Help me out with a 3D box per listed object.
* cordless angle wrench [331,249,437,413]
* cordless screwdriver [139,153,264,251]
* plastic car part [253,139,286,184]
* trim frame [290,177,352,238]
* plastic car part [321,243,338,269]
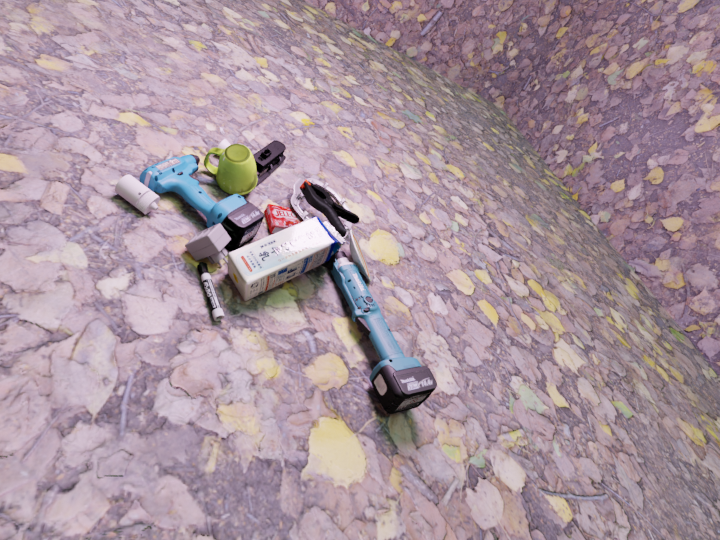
[{"bbox_3d":[0.007,0.079,0.886,0.094,0.074,0.444,-3,46,-30],"label":"cordless angle wrench"},{"bbox_3d":[-0.317,-0.158,0.893,0.251,0.074,0.158,34,37,3],"label":"cordless screwdriver"},{"bbox_3d":[-0.249,-0.290,1.099,0.066,0.067,0.203,29,35,-1],"label":"plastic car part"},{"bbox_3d":[-0.095,-0.167,1.088,0.182,0.028,0.250,36,31,-8],"label":"trim frame"},{"bbox_3d":[-0.092,-0.060,0.946,0.122,0.065,0.069,25,33,23],"label":"plastic car part"}]
